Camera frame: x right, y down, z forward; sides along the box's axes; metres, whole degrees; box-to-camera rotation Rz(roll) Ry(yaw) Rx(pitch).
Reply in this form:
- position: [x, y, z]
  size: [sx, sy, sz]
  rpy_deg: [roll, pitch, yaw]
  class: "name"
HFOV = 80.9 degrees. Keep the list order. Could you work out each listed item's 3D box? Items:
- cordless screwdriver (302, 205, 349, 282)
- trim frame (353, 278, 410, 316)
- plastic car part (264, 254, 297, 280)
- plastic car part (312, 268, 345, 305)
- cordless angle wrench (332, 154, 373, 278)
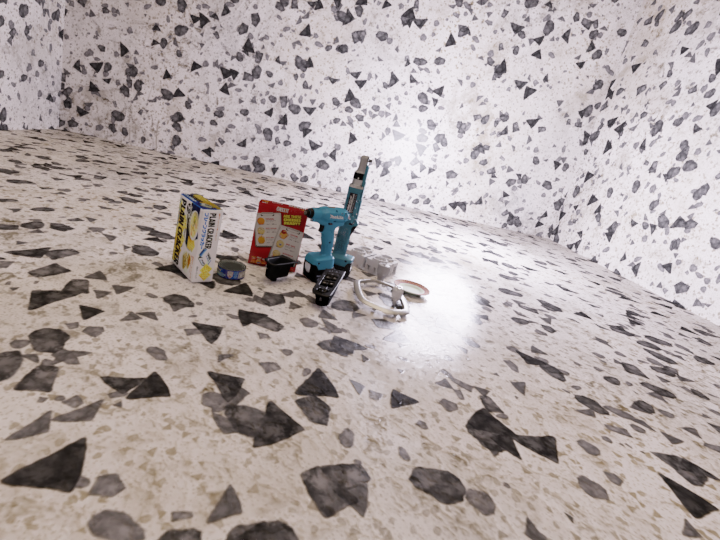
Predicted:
- position: [-0.133, -0.087, 1.364]
  size: [0.152, 0.246, 0.079]
  rpy_deg: [1, 21, -38]
  class: "cordless screwdriver"
- position: [0.068, 0.083, 1.350]
  size: [0.182, 0.027, 0.255]
  rpy_deg: [10, 18, -10]
  class: "trim frame"
- position: [-0.259, -0.003, 1.308]
  size: [0.069, 0.070, 0.112]
  rpy_deg: [22, 19, 24]
  class: "plastic car part"
- position: [-0.100, 0.052, 1.261]
  size: [0.067, 0.066, 0.202]
  rpy_deg: [15, 18, 5]
  class: "plastic car part"
- position: [-0.036, -0.182, 1.438]
  size: [0.100, 0.418, 0.073]
  rpy_deg: [18, 16, 10]
  class: "cordless angle wrench"
